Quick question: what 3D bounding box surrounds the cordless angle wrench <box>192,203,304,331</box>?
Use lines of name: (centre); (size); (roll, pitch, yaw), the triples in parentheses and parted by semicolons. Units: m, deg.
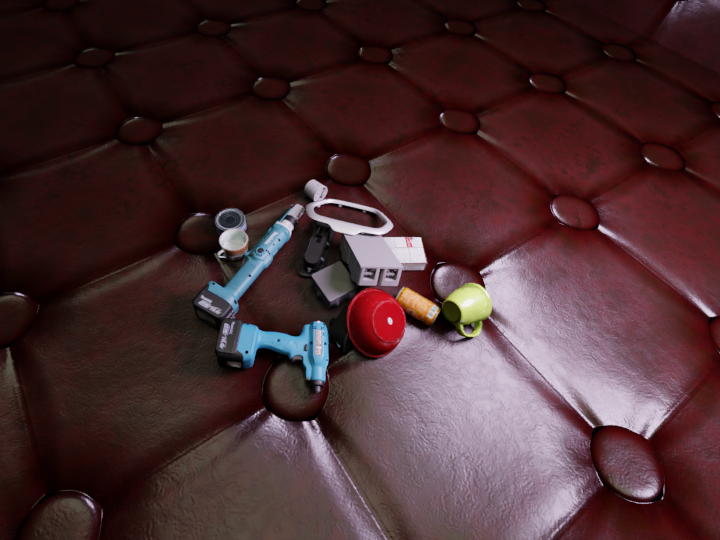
cordless angle wrench: (-0.262, -0.036, 1.097); (0.100, 0.073, 0.422); (25, 55, 11)

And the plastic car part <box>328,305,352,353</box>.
plastic car part: (-0.036, 0.130, 1.004); (0.074, 0.063, 0.116); (24, 58, 28)

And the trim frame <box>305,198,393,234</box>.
trim frame: (-0.032, -0.150, 1.177); (0.250, 0.027, 0.186); (14, 29, 3)

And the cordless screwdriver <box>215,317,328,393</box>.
cordless screwdriver: (-0.195, 0.188, 0.940); (0.246, 0.073, 0.164); (3, 55, -7)

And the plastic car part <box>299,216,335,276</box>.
plastic car part: (-0.111, -0.073, 1.138); (0.066, 0.066, 0.206); (17, 58, -3)
